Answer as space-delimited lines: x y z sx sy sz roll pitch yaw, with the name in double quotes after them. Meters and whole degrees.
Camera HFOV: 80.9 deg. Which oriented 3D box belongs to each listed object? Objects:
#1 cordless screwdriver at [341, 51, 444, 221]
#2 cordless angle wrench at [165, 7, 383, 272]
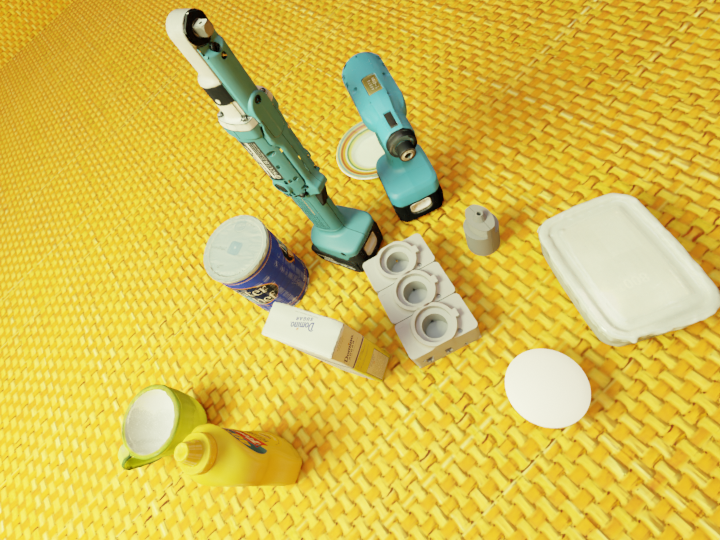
0.054 -0.144 0.551 0.075 0.236 0.166 -25 59 8 "cordless screwdriver"
-0.078 -0.117 0.497 0.103 0.402 0.074 20 75 27 "cordless angle wrench"
